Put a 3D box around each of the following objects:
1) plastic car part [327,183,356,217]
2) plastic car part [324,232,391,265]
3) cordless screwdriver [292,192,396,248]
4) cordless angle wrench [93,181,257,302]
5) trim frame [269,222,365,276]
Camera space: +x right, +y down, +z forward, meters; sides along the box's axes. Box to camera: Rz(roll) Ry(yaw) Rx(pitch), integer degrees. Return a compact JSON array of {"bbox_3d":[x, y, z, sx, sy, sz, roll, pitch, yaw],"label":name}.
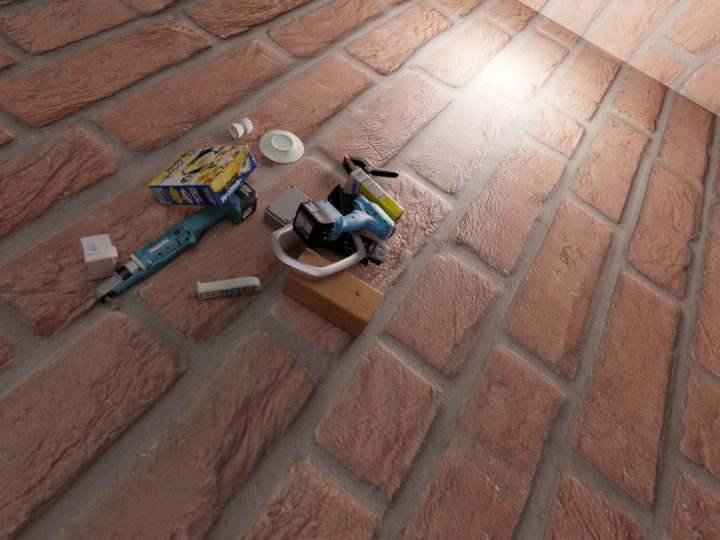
[{"bbox_3d":[-0.042,-0.165,1.144,0.068,0.067,0.120,6,59,-31],"label":"plastic car part"},{"bbox_3d":[-0.031,-0.064,1.070,0.205,0.066,0.066,25,52,6],"label":"plastic car part"},{"bbox_3d":[-0.047,-0.132,1.013,0.238,0.074,0.167,-9,46,-38],"label":"cordless screwdriver"},{"bbox_3d":[-0.419,-0.074,0.977,0.100,0.073,0.418,39,59,10],"label":"cordless angle wrench"},{"bbox_3d":[-0.096,-0.063,0.980,0.192,0.027,0.241,42,45,23],"label":"trim frame"}]
